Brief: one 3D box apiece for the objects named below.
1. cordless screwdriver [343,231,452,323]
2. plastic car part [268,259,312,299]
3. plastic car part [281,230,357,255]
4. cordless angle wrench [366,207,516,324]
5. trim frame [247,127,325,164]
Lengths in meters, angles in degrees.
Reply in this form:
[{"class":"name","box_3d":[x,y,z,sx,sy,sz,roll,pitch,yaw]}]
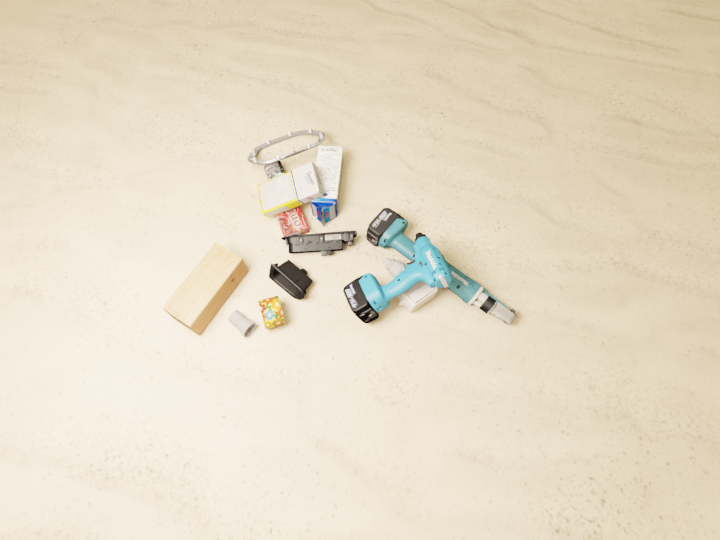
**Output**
[{"class":"cordless screwdriver","box_3d":[0.080,0.013,1.028,0.252,0.070,0.166,-28,48,12]},{"class":"plastic car part","box_3d":[-0.173,0.018,1.096,0.120,0.065,0.070,36,55,13]},{"class":"plastic car part","box_3d":[-0.111,-0.073,1.139,0.203,0.066,0.067,0,90,0]},{"class":"cordless angle wrench","box_3d":[0.204,-0.003,1.087,0.436,0.072,0.097,38,70,16]},{"class":"trim frame","box_3d":[-0.222,-0.374,1.267,0.245,0.026,0.194,-23,39,-12]}]
